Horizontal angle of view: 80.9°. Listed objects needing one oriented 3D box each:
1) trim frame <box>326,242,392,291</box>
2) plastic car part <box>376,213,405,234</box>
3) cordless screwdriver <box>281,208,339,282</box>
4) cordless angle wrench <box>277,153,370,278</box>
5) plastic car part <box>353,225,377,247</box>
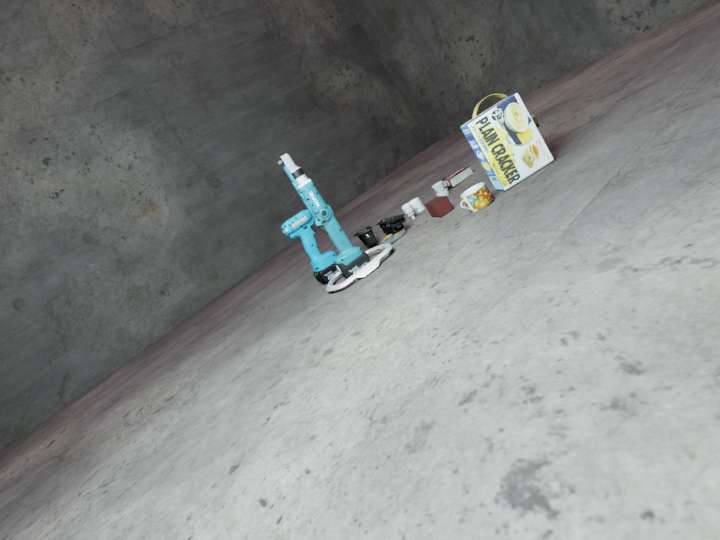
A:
[{"bbox_3d":[-0.005,-0.009,1.299,0.246,0.027,0.189,-36,14,-14],"label":"trim frame"},{"bbox_3d":[0.110,-0.160,1.484,0.066,0.066,0.208,-34,13,-7],"label":"plastic car part"},{"bbox_3d":[-0.140,-0.091,1.428,0.157,0.245,0.076,-36,9,-20],"label":"cordless screwdriver"},{"bbox_3d":[-0.116,-0.170,1.283,0.097,0.417,0.076,-34,8,-9],"label":"cordless angle wrench"},{"bbox_3d":[0.027,-0.115,1.505,0.066,0.070,0.119,-33,12,-3],"label":"plastic car part"}]
